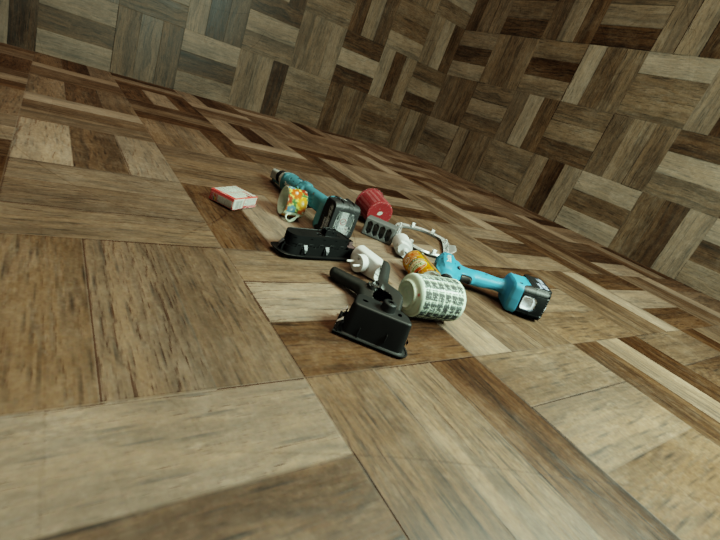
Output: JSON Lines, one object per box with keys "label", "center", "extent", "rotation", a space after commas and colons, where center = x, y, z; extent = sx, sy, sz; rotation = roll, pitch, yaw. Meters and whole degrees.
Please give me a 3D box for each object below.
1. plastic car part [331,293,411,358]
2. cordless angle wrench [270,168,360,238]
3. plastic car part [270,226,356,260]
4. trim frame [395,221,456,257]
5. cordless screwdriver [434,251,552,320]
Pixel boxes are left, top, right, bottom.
{"label": "plastic car part", "center": [0.026, 0.074, 0.634], "extent": [0.118, 0.070, 0.066], "rotation": [20, 22, 6]}
{"label": "cordless angle wrench", "center": [-0.151, -0.205, 1.127], "extent": [0.071, 0.097, 0.447], "rotation": [9, 20, -37]}
{"label": "plastic car part", "center": [-0.085, -0.055, 0.866], "extent": [0.194, 0.066, 0.070], "rotation": [-2, 38, -38]}
{"label": "trim frame", "center": [0.186, -0.092, 1.224], "extent": [0.186, 0.027, 0.248], "rotation": [22, 20, 3]}
{"label": "cordless screwdriver", "center": [0.287, 0.036, 0.947], "extent": [0.253, 0.073, 0.158], "rotation": [19, 22, 8]}
